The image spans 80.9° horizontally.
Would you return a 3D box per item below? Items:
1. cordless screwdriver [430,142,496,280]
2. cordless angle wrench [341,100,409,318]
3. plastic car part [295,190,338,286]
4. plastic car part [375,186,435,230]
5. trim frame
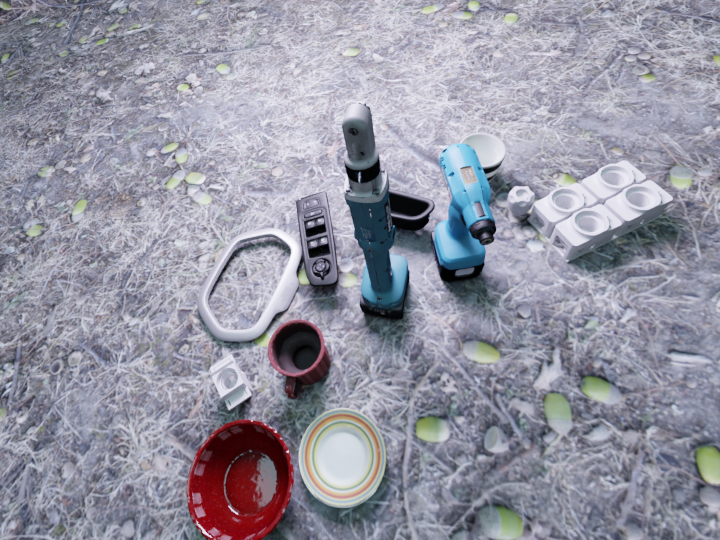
[{"bbox_3d":[0.161,-0.057,0.656,0.075,0.238,0.165,-10,59,3],"label":"cordless screwdriver"},{"bbox_3d":[0.020,-0.054,0.588,0.076,0.405,0.099,8,62,13],"label":"cordless angle wrench"},{"bbox_3d":[-0.080,-0.052,0.814,0.067,0.064,0.210,-13,58,3],"label":"plastic car part"},{"bbox_3d":[0.080,-0.106,0.807,0.121,0.068,0.066,19,65,22],"label":"plastic car part"},{"bbox_3d":[-0.213,0.021,0.823,0.191,0.026,0.250,14,64,20],"label":"trim frame"}]
